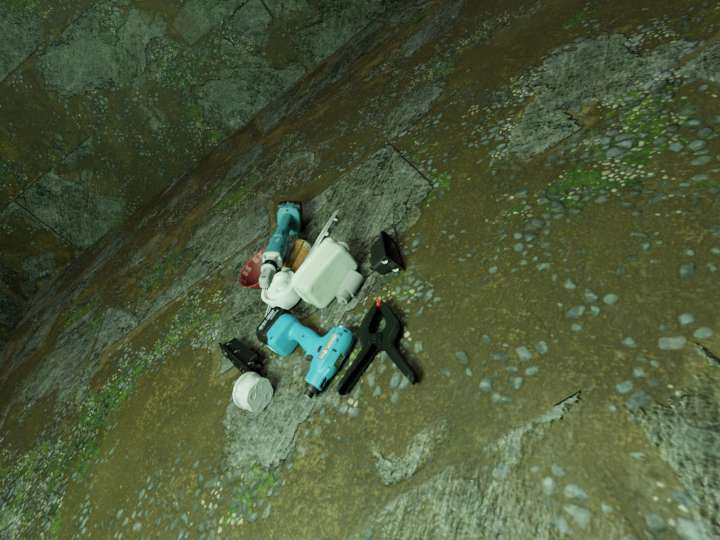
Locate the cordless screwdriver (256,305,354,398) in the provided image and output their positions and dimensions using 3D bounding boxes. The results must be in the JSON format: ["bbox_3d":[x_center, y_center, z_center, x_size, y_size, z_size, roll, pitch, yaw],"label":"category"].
[{"bbox_3d":[-0.142,0.177,0.953,0.262,0.070,0.159,11,60,44],"label":"cordless screwdriver"}]

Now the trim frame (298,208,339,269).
[{"bbox_3d":[-0.112,-0.073,1.148,0.184,0.027,0.251,-52,11,32],"label":"trim frame"}]

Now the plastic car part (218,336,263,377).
[{"bbox_3d":[-0.298,0.216,1.061,0.214,0.063,0.066,12,50,48],"label":"plastic car part"}]

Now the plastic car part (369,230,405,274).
[{"bbox_3d":[0.053,-0.033,1.012,0.071,0.063,0.121,-43,29,22],"label":"plastic car part"}]

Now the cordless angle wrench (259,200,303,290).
[{"bbox_3d":[-0.230,-0.081,1.207,0.075,0.095,0.432,-1,31,2],"label":"cordless angle wrench"}]
